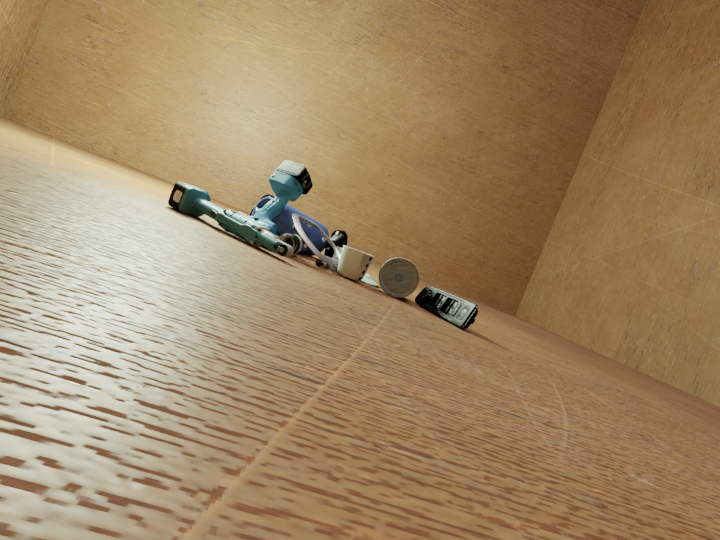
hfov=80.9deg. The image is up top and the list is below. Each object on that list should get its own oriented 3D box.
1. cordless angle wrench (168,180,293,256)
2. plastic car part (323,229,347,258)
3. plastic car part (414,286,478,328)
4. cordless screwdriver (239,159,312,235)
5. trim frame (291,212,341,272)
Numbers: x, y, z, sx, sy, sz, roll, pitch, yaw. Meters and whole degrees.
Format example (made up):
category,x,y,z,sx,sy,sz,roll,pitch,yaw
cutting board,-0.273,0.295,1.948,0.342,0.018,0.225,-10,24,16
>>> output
category,x,y,z,sx,sy,sz,roll,pitch,yaw
cordless angle wrench,-0.320,-0.122,1.046,0.446,0.074,0.093,26,6,32
plastic car part,-0.085,-0.065,1.313,0.069,0.114,0.070,25,38,21
plastic car part,0.217,0.091,1.056,0.064,0.066,0.213,31,-2,-32
cordless screwdriver,-0.248,-0.188,1.141,0.167,0.249,0.071,17,-28,27
trim frame,-0.112,-0.073,1.141,0.190,0.028,0.239,54,10,18
